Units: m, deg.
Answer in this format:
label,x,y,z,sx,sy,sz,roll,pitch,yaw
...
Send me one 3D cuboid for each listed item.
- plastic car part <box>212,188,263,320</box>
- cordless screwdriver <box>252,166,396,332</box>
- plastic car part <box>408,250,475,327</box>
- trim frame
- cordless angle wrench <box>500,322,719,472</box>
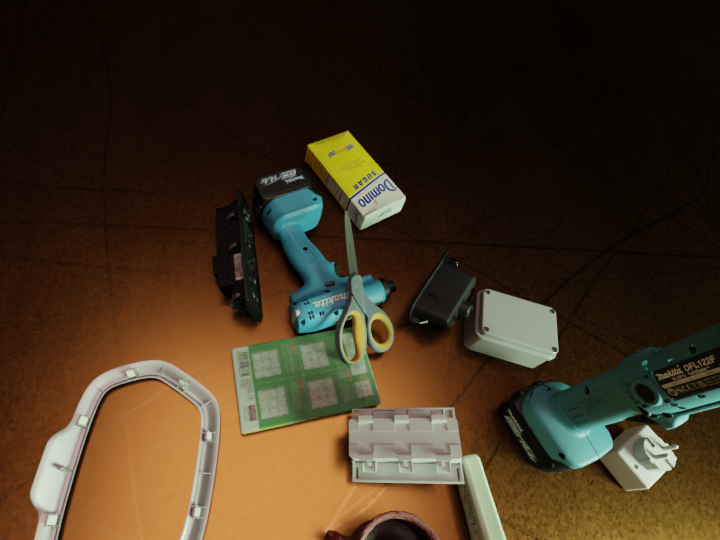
label,x,y,z,sx,sy,sz,roll,pitch,yaw
plastic car part,-0.182,-0.026,0.619,0.068,0.063,0.210,-15,59,10
cordless screwdriver,-0.062,-0.041,0.637,0.155,0.073,0.258,-17,65,-20
plastic car part,0.126,0.040,0.603,0.074,0.063,0.116,18,55,30
trim frame,-0.254,0.220,0.464,0.183,0.027,0.255,3,59,-5
cordless angle wrench,0.275,0.103,0.383,0.072,0.417,0.102,-17,65,-22
